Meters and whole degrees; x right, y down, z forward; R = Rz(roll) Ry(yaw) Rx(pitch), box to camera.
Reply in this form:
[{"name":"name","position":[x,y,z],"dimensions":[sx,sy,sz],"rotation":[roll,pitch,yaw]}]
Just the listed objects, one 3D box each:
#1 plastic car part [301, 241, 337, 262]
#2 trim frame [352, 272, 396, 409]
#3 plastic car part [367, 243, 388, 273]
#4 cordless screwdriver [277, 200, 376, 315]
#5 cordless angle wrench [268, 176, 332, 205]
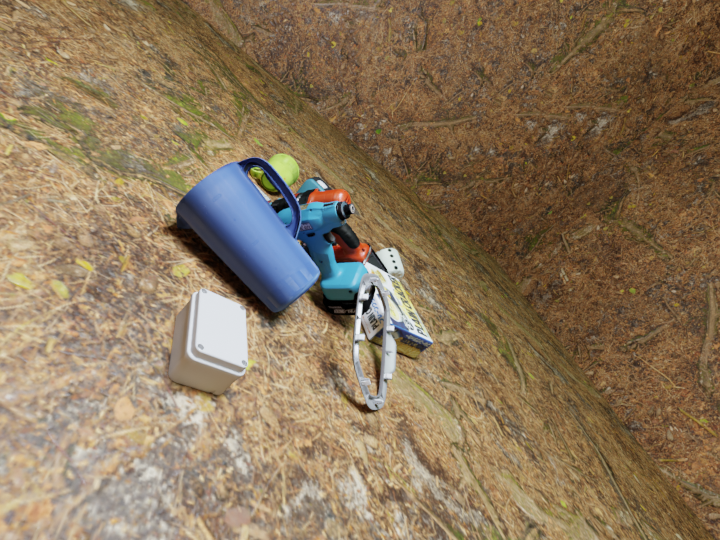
[{"name":"plastic car part","position":[-0.100,-0.065,1.022],"dimensions":[0.069,0.066,0.198],"rotation":[21,17,14]},{"name":"trim frame","position":[0.029,0.118,0.755],"dimensions":[0.174,0.028,0.254],"rotation":[58,29,-47]},{"name":"plastic car part","position":[0.018,-0.005,1.123],"dimensions":[0.068,0.066,0.121],"rotation":[-9,57,-47]},{"name":"cordless screwdriver","position":[-0.041,-0.024,0.789],"dimensions":[0.237,0.166,0.075],"rotation":[60,39,-31]},{"name":"cordless angle wrench","position":[-0.178,-0.148,1.007],"dimensions":[0.074,0.099,0.418],"rotation":[44,24,-2]}]
